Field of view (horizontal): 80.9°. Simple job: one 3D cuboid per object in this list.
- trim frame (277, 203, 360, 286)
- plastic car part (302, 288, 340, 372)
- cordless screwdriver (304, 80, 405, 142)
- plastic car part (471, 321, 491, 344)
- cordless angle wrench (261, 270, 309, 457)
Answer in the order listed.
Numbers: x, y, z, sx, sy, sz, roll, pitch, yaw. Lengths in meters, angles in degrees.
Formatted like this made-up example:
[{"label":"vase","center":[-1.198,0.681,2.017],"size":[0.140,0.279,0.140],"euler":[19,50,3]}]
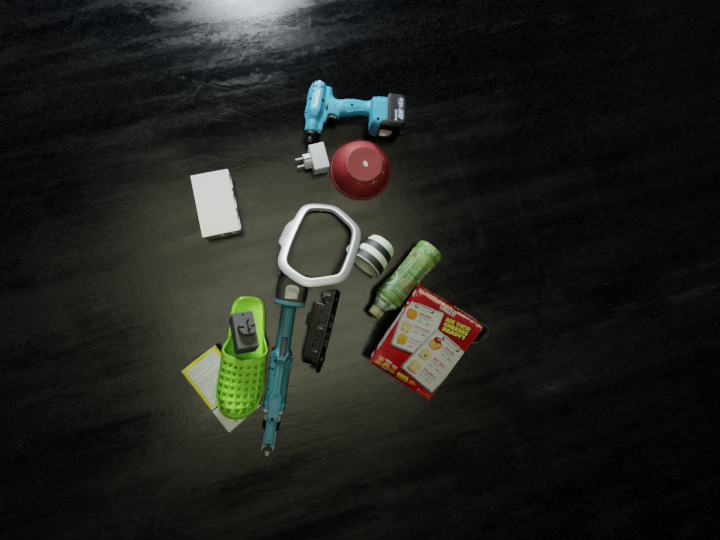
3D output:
[{"label":"trim frame","center":[-0.097,-0.064,0.997],"size":[0.185,0.027,0.252],"euler":[17,56,0]},{"label":"plastic car part","center":[-0.097,0.142,1.008],"size":[0.068,0.065,0.204],"euler":[9,83,3]},{"label":"cordless screwdriver","center":[-0.017,-0.380,1.062],"size":[0.248,0.073,0.161],"euler":[9,76,-1]},{"label":"plastic car part","center":[0.250,0.135,1.033],"size":[0.118,0.070,0.065],"euler":[19,101,8]},{"label":"cordless angle wrench","center":[-0.186,0.215,0.984],"size":[0.074,0.099,0.424],"euler":[9,87,-8]}]
